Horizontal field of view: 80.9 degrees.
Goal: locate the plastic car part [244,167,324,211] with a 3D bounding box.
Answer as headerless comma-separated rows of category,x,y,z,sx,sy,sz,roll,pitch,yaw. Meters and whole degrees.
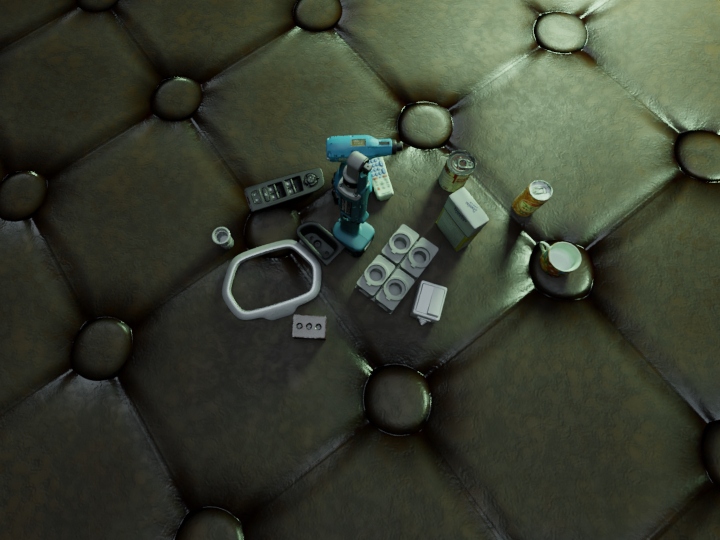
plastic car part,-0.186,-0.201,1.075,0.202,0.066,0.068,-20,75,-3

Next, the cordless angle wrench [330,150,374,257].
cordless angle wrench,-0.015,-0.128,0.861,0.100,0.415,0.074,36,78,7

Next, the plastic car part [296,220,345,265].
plastic car part,-0.100,-0.066,1.027,0.119,0.069,0.066,43,79,12

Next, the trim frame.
trim frame,-0.216,0.025,1.028,0.248,0.027,0.189,-18,73,-2

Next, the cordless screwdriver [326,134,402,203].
cordless screwdriver,0.004,-0.233,0.981,0.159,0.244,0.075,-1,76,-1
